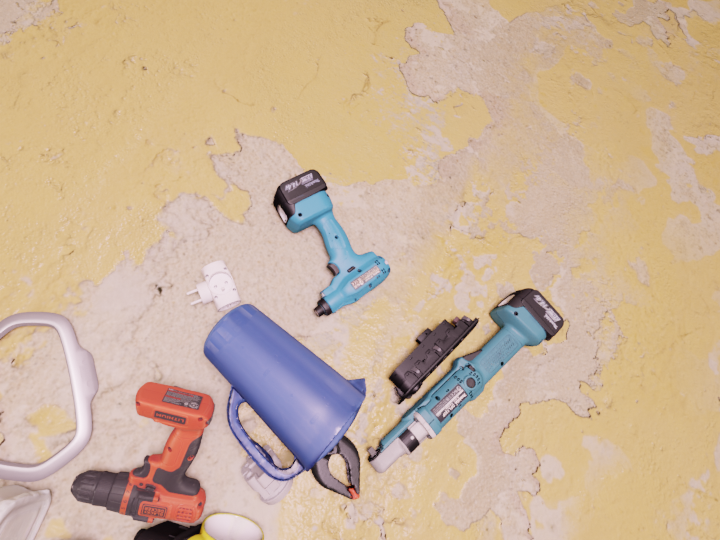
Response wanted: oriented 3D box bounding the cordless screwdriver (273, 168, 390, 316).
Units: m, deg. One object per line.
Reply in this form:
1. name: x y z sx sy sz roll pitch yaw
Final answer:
1. cordless screwdriver: -0.075 -0.049 0.769 0.157 0.074 0.251 -34 84 -19

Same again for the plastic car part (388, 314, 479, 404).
1. plastic car part: 0.122 0.146 0.741 0.069 0.065 0.201 40 69 12

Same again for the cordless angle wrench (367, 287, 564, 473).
1. cordless angle wrench: 0.179 0.192 0.733 0.418 0.074 0.099 -38 83 -17

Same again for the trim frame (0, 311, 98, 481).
1. trim frame: -0.498 0.183 0.635 0.181 0.027 0.255 -19 74 -15

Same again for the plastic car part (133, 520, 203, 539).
1. plastic car part: -0.269 0.373 0.571 0.073 0.112 0.066 13 69 15
